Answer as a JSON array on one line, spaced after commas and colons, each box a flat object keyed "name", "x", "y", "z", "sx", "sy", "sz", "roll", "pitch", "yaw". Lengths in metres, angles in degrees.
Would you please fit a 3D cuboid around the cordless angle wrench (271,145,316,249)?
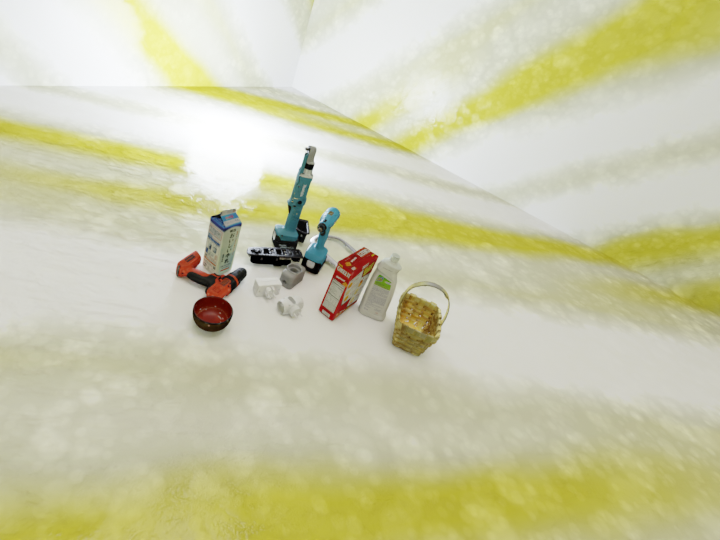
[{"name": "cordless angle wrench", "x": -0.231, "y": -0.262, "z": 1.554, "sx": 0.094, "sy": 0.418, "sz": 0.078, "roll": 6, "pitch": 36, "yaw": -26}]

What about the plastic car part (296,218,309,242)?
[{"name": "plastic car part", "x": -0.244, "y": -0.155, "z": 1.712, "sx": 0.064, "sy": 0.070, "sz": 0.121, "roll": 10, "pitch": 34, "yaw": -18}]

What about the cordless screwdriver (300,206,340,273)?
[{"name": "cordless screwdriver", "x": -0.148, "y": -0.097, "z": 1.516, "sx": 0.075, "sy": 0.246, "sz": 0.159, "roll": 25, "pitch": 32, "yaw": 2}]

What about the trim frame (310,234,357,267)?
[{"name": "trim frame", "x": -0.097, "y": -0.076, "z": 1.714, "sx": 0.177, "sy": 0.027, "sz": 0.262, "roll": -14, "pitch": 46, "yaw": -41}]

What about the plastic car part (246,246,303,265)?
[{"name": "plastic car part", "x": -0.314, "y": -0.050, "z": 1.526, "sx": 0.196, "sy": 0.066, "sz": 0.069, "roll": 7, "pitch": 35, "yaw": -20}]
